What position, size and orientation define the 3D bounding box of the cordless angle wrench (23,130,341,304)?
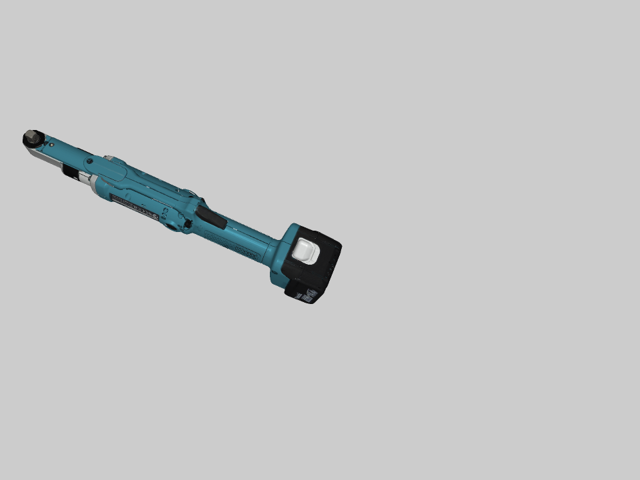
[{"bbox_3d":[-0.182,-0.039,0.557,0.423,0.074,0.098,24,-24,-4],"label":"cordless angle wrench"}]
